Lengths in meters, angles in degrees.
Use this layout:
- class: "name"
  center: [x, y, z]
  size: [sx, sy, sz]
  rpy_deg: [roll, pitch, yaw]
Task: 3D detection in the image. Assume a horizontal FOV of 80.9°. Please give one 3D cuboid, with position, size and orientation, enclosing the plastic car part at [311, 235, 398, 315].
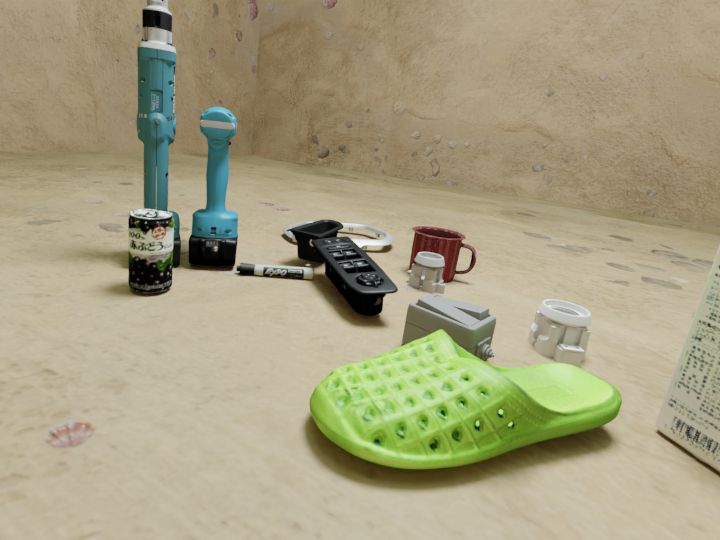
- class: "plastic car part"
  center: [-0.016, 0.006, 0.615]
  size: [0.064, 0.066, 0.212]
  rpy_deg: [0, 18, -23]

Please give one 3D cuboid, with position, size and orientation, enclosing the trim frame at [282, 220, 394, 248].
- class: "trim frame"
  center: [-0.048, -0.079, 0.935]
  size: [0.246, 0.027, 0.189]
  rpy_deg: [4, 18, -7]

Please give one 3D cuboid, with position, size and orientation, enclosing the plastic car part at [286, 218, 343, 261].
- class: "plastic car part"
  center: [-0.074, -0.049, 0.761]
  size: [0.069, 0.070, 0.113]
  rpy_deg: [15, 19, 25]

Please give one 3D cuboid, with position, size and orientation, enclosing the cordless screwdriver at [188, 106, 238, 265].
- class: "cordless screwdriver"
  center: [-0.236, -0.140, 0.700]
  size: [0.073, 0.245, 0.165]
  rpy_deg: [4, 16, -15]

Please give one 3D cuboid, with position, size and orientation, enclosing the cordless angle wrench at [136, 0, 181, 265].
- class: "cordless angle wrench"
  center: [-0.305, -0.216, 0.632]
  size: [0.072, 0.417, 0.103]
  rpy_deg: [1, 17, -25]
